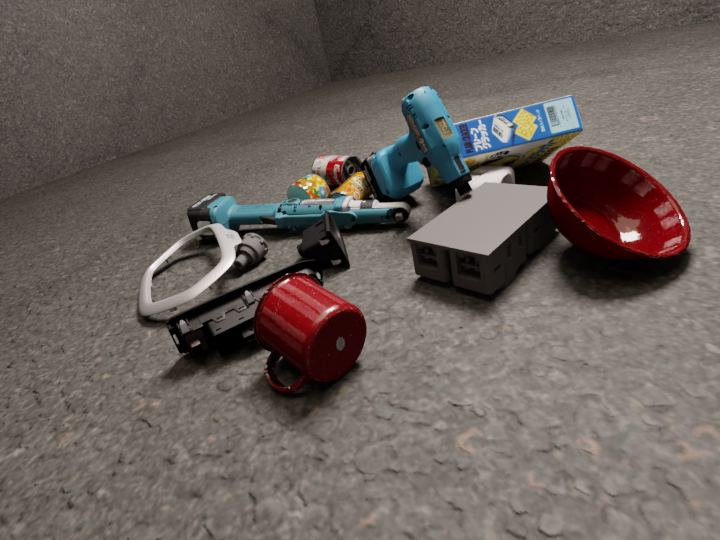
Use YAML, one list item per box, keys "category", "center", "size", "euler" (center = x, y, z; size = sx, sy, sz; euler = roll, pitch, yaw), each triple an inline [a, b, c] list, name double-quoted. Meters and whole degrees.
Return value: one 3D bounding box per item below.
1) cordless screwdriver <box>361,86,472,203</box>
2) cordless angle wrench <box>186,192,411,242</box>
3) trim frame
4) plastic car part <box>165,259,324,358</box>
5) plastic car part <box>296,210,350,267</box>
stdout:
- category: "cordless screwdriver"
  center: [0.087, -0.166, 0.686]
  size: [0.073, 0.160, 0.251]
  euler: [-24, -2, -16]
- category: "cordless angle wrench"
  center: [-0.120, -0.102, 0.770]
  size: [0.439, 0.072, 0.098]
  euler: [1, 32, 23]
- category: "trim frame"
  center: [-0.277, -0.009, 0.684]
  size: [0.183, 0.026, 0.261]
  euler: [-37, 31, -8]
- category: "plastic car part"
  center: [-0.123, 0.048, 0.512]
  size: [0.199, 0.064, 0.071]
  euler: [-29, 40, -23]
- category: "plastic car part"
  center: [-0.064, -0.042, 0.652]
  size: [0.071, 0.063, 0.120]
  euler: [-28, 25, 4]
